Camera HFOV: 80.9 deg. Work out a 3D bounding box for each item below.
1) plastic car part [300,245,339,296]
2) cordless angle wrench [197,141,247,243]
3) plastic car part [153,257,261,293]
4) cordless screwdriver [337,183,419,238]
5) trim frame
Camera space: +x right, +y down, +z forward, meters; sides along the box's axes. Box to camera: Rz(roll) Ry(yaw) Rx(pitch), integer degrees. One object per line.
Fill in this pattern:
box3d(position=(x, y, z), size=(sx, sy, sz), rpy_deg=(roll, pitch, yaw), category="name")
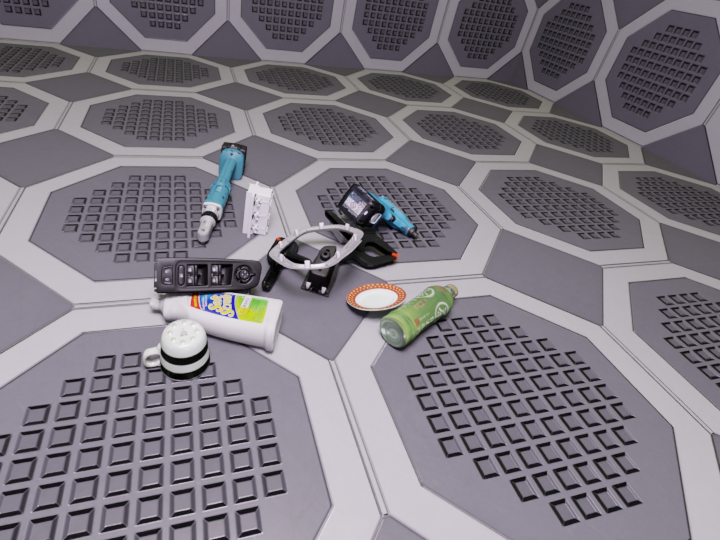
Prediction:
box3d(position=(-0.083, -0.012, 0.947), size=(0.067, 0.069, 0.118), rpy_deg=(17, 58, 4), category="plastic car part")
box3d(position=(-0.386, -0.222, 1.167), size=(0.073, 0.096, 0.436), rpy_deg=(9, 40, -11), category="cordless angle wrench")
box3d(position=(-0.297, 0.011, 0.831), size=(0.197, 0.067, 0.068), rpy_deg=(-1, -8, -19), category="plastic car part")
box3d(position=(0.057, -0.146, 1.116), size=(0.166, 0.074, 0.238), rpy_deg=(45, 20, 22), category="cordless screwdriver")
box3d(position=(-0.092, -0.060, 0.936), size=(0.191, 0.027, 0.245), rpy_deg=(8, 27, 22), category="trim frame")
